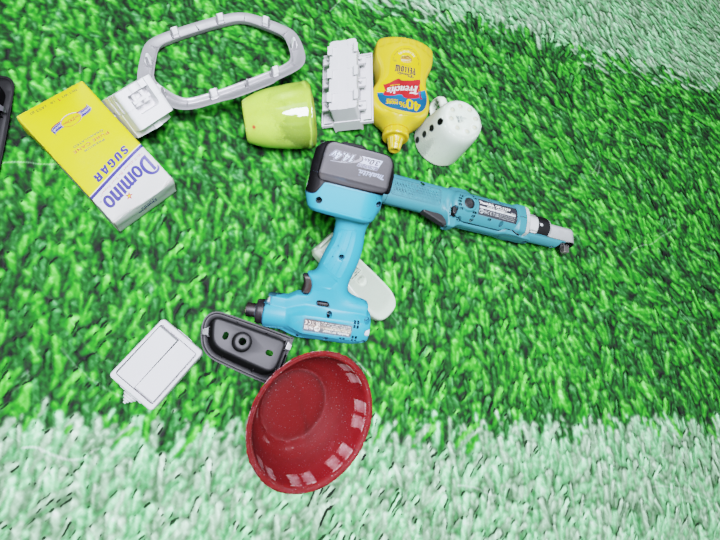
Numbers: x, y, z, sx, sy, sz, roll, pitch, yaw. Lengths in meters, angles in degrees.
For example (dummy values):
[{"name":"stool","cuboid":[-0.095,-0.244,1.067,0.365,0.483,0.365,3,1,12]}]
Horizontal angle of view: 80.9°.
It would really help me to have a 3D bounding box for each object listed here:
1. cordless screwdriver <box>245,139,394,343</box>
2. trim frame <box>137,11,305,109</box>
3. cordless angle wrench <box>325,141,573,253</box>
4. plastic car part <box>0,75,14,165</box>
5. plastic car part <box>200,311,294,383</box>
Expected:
[{"name":"cordless screwdriver","cuboid":[-0.051,-0.034,0.524,0.158,0.075,0.246,9,102,-4]},{"name":"trim frame","cuboid":[-0.198,-0.309,0.609,0.244,0.027,0.191,-29,69,-21]},{"name":"cordless angle wrench","cuboid":[0.148,-0.092,0.642,0.412,0.075,0.099,11,73,-14]},{"name":"plastic car part","cuboid":[-0.470,-0.157,0.500,0.065,0.067,0.207,3,72,-10]},{"name":"plastic car part","cuboid":[-0.138,0.090,0.511,0.114,0.072,0.066,25,70,-12]}]
